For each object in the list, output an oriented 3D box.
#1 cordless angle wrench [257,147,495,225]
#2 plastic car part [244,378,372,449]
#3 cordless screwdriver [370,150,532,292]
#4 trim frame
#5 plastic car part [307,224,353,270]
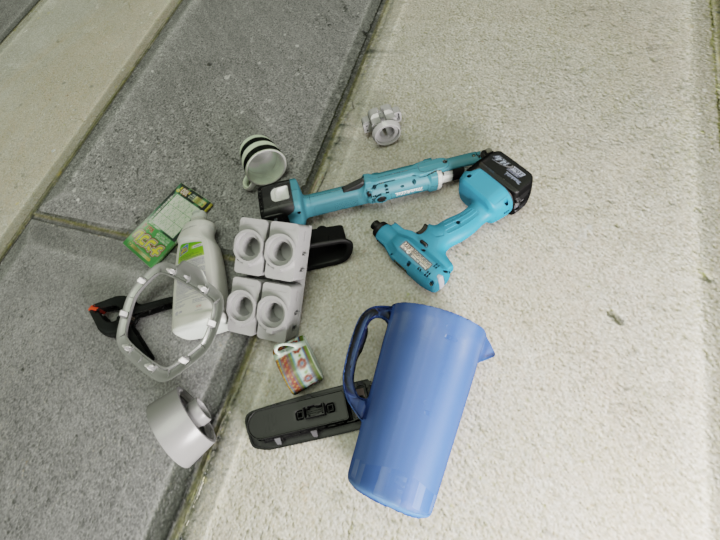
[{"bbox_3d":[0.030,-0.150,0.761,0.425,0.094,0.077,-13,62,3],"label":"cordless angle wrench"},{"bbox_3d":[-0.077,0.212,0.611,0.205,0.064,0.068,-17,70,8],"label":"plastic car part"},{"bbox_3d":[0.148,-0.096,0.706,0.248,0.071,0.167,-42,61,-5],"label":"cordless screwdriver"},{"bbox_3d":[-0.322,0.072,0.699,0.262,0.026,0.184,20,74,37],"label":"trim frame"},{"bbox_3d":[-0.073,-0.048,0.749,0.117,0.063,0.074,-13,47,3],"label":"plastic car part"}]
